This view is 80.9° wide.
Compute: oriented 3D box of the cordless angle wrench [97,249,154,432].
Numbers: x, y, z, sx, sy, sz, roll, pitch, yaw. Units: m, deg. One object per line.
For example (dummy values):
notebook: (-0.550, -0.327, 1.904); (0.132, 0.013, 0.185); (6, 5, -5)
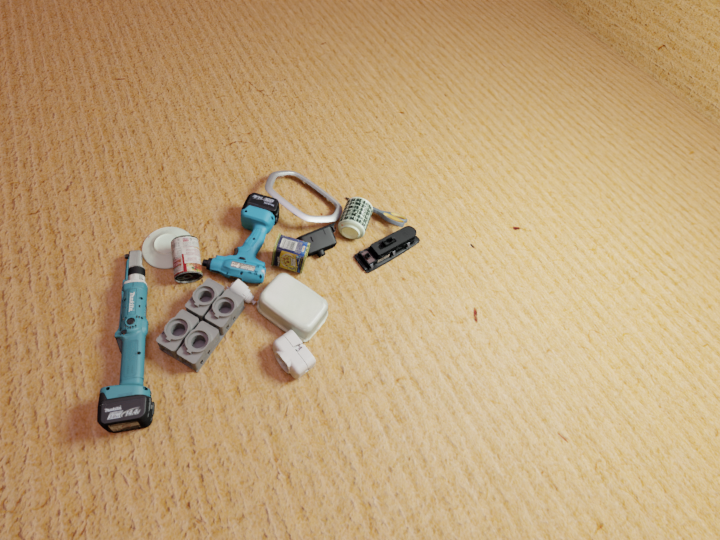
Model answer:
cordless angle wrench: (-0.508, 0.127, 0.941); (0.096, 0.073, 0.440); (-7, 55, -15)

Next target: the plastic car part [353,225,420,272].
plastic car part: (0.081, -0.072, 1.169); (0.198, 0.065, 0.069); (-27, 58, -27)

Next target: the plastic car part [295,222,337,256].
plastic car part: (-0.112, -0.073, 1.145); (0.114, 0.066, 0.072); (-26, 79, -21)

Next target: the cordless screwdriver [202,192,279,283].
cordless screwdriver: (-0.307, -0.089, 1.116); (0.159, 0.073, 0.254); (10, 59, -2)

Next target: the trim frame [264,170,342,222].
trim frame: (-0.164, -0.214, 1.221); (0.257, 0.027, 0.180); (36, 43, 16)
